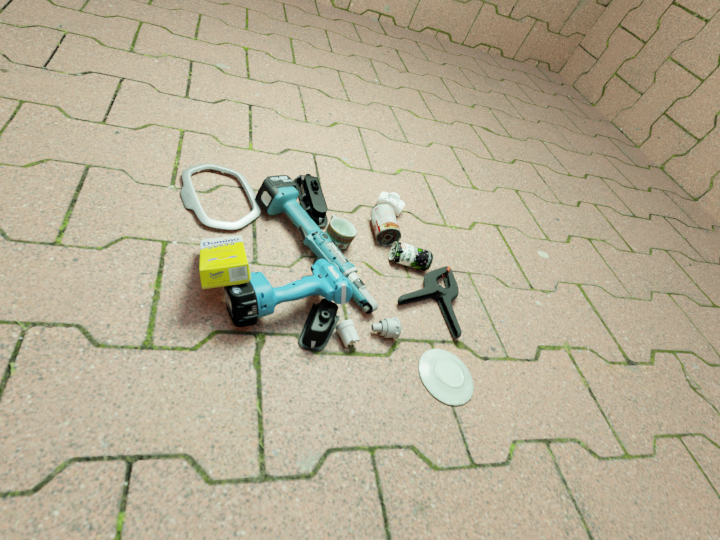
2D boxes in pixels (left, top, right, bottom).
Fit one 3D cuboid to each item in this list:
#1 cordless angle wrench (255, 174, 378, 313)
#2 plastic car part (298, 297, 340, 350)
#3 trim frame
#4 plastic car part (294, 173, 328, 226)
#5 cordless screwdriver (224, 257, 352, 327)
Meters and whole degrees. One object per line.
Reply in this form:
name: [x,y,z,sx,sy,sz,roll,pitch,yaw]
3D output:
cordless angle wrench: [-0.101,-0.066,1.028,0.094,0.074,0.438,-16,59,-49]
plastic car part: [-0.080,0.105,0.875,0.066,0.070,0.117,24,41,-1]
trim frame: [-0.358,-0.191,1.073,0.177,0.027,0.260,-11,55,-32]
plastic car part: [-0.127,-0.201,1.157,0.063,0.067,0.211,7,48,-29]
cordless screwdriver: [-0.157,0.030,0.882,0.242,0.072,0.167,-10,29,-19]
